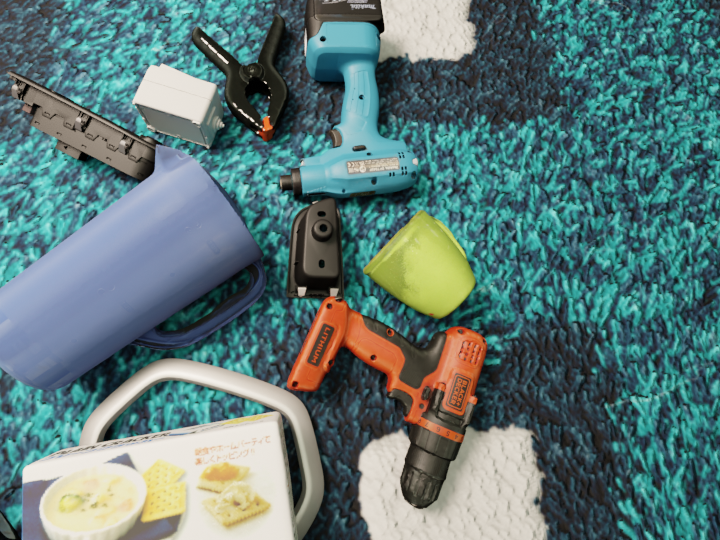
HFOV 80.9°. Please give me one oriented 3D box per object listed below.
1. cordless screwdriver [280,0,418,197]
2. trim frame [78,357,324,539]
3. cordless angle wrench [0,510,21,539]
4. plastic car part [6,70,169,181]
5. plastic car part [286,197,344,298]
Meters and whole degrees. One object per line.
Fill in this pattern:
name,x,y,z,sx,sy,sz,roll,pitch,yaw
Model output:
cordless screwdriver,-0.031,-0.208,0.513,0.158,0.074,0.252,-8,81,-7
trim frame,-0.157,0.193,0.423,0.247,0.027,0.186,16,74,-2
cordless angle wrench,-0.455,0.132,0.369,0.437,0.073,0.096,38,55,16
plastic car part,-0.303,-0.154,0.483,0.203,0.066,0.067,23,85,1
plastic car part,-0.046,-0.030,0.466,0.065,0.071,0.118,2,79,-10
